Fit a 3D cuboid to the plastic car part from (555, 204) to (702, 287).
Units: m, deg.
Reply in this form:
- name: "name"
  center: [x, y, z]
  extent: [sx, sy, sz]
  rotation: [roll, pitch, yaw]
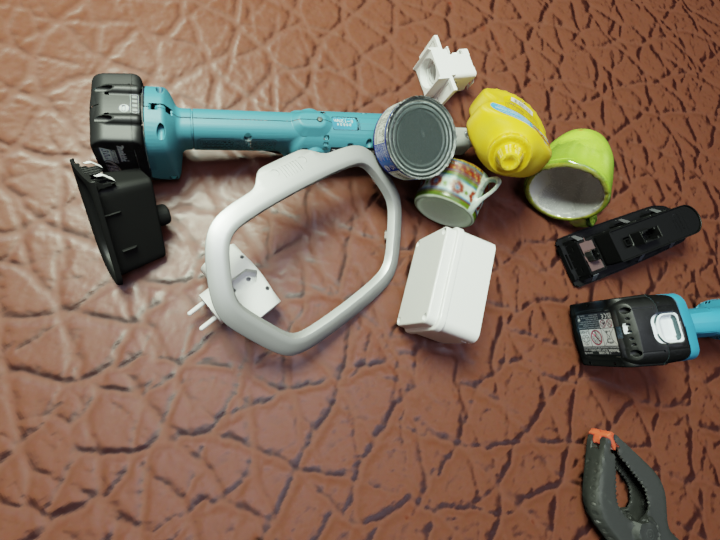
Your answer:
- name: "plastic car part"
  center: [0.356, -0.045, 0.545]
  extent: [0.198, 0.067, 0.068]
  rotation: [-18, 75, -19]

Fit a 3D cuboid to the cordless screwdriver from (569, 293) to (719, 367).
- name: "cordless screwdriver"
  center: [0.387, 0.058, 0.470]
  extent: [0.244, 0.160, 0.075]
  rotation: [-4, 79, -12]

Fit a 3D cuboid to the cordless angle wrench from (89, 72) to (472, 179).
- name: "cordless angle wrench"
  center: [-0.058, -0.149, 0.469]
  extent: [0.412, 0.098, 0.076]
  rotation: [-4, 76, -17]

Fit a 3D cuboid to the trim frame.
- name: "trim frame"
  center: [-0.042, -0.027, 0.427]
  extent: [0.244, 0.029, 0.178]
  rotation: [-35, 114, -30]

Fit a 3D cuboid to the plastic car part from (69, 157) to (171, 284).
- name: "plastic car part"
  center: [-0.222, -0.052, 0.409]
  extent: [0.069, 0.113, 0.070]
  rotation: [-27, 44, -32]
